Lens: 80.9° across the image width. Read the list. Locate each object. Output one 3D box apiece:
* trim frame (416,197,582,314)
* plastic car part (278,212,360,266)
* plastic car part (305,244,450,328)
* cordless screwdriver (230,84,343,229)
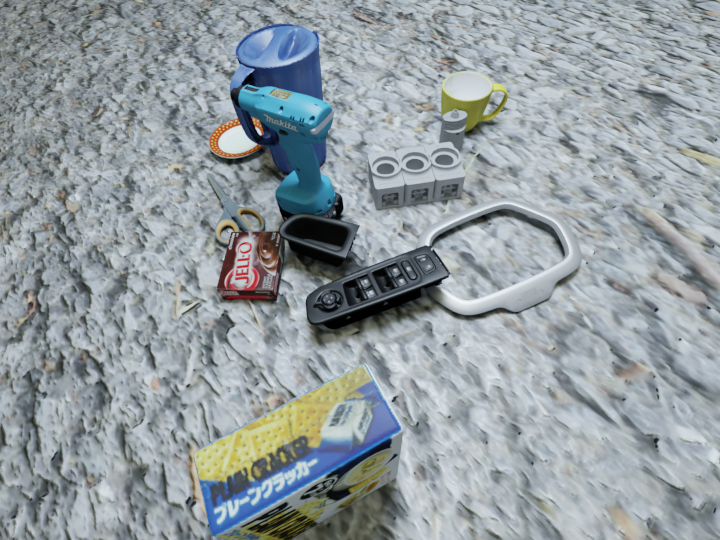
[{"bbox_3d":[0.202,-0.025,0.638,0.246,0.026,0.193,-23,55,-8],"label":"trim frame"},{"bbox_3d":[-0.065,-0.042,0.664,0.120,0.068,0.066,15,57,17],"label":"plastic car part"},{"bbox_3d":[0.019,0.031,0.601,0.202,0.064,0.069,-18,55,-6],"label":"plastic car part"},{"bbox_3d":[-0.109,-0.168,0.655,0.166,0.239,0.074,26,60,21],"label":"cordless screwdriver"}]
